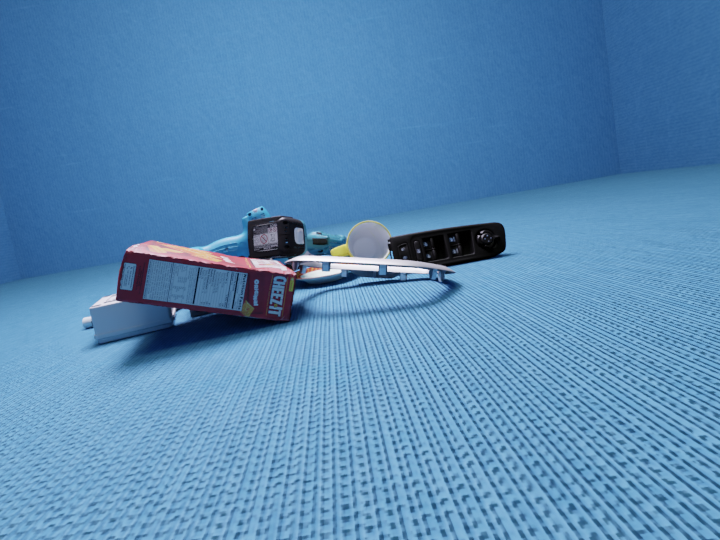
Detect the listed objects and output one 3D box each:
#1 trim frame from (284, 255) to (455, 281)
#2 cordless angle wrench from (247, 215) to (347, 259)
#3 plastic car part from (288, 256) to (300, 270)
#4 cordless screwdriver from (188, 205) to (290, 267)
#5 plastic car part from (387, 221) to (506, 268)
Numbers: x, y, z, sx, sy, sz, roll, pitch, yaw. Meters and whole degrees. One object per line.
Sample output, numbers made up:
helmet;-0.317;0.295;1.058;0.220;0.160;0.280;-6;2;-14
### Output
trim frame;0.008;-0.001;0.615;0.255;0.028;0.179;2;-3;14
cordless angle wrench;-0.093;-0.061;0.947;0.101;0.075;0.406;-6;-2;24
plastic car part;-0.194;-0.034;1.030;0.122;0.070;0.063;1;11;38
cordless screwdriver;-0.280;-0.015;0.900;0.246;0.157;0.076;-28;6;-11
plastic car part;0.151;-0.036;0.740;0.204;0.068;0.065;-11;-18;2
